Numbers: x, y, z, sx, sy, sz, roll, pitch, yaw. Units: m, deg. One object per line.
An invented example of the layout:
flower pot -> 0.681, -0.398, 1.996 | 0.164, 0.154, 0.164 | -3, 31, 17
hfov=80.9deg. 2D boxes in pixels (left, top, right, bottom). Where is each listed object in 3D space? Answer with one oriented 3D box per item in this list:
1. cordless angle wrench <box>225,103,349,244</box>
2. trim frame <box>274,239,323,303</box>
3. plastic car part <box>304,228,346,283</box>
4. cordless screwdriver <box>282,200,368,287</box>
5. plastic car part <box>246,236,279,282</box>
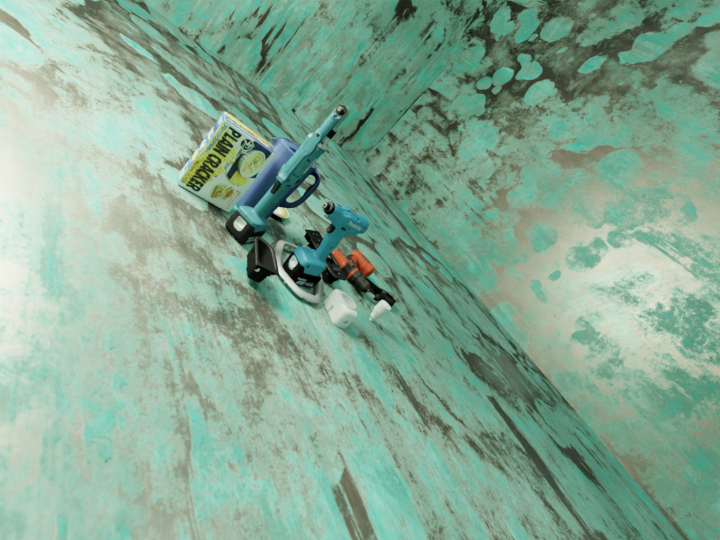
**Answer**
cordless angle wrench -> -0.174, -0.238, 1.048 | 0.076, 0.425, 0.096 | 47, 18, 7
trim frame -> -0.167, 0.001, 1.172 | 0.178, 0.028, 0.256 | 36, 19, -21
plastic car part -> -0.119, -0.037, 1.300 | 0.063, 0.067, 0.213 | 17, 31, -55
cordless screwdriver -> -0.107, -0.070, 1.096 | 0.150, 0.250, 0.078 | 24, 28, -48
plastic car part -> -0.238, -0.017, 0.985 | 0.062, 0.071, 0.122 | 31, 21, -35
